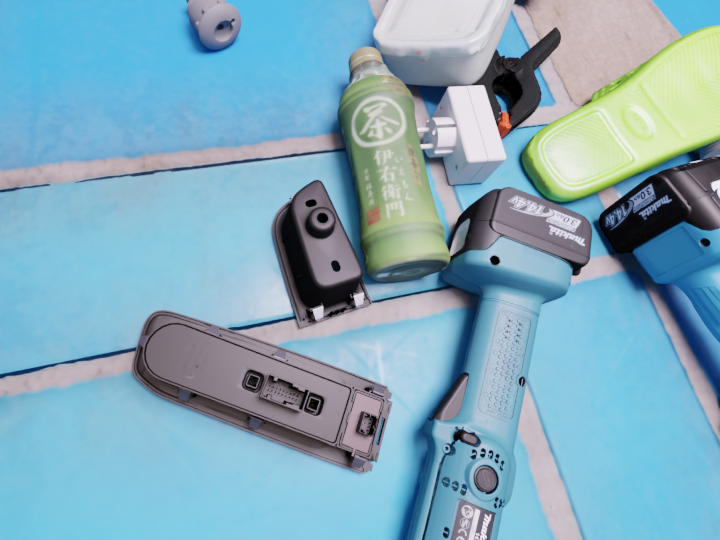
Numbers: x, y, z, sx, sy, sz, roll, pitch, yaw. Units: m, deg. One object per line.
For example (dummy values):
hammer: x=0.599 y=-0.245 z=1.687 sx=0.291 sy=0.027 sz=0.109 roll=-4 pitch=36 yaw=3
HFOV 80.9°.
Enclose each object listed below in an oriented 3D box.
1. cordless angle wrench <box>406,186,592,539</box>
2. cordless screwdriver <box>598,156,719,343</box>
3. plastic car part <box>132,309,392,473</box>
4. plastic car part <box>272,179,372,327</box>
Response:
cordless angle wrench: x=0.076 y=0.141 z=0.303 sx=0.098 sy=0.074 sz=0.426 roll=20 pitch=71 yaw=-2
cordless screwdriver: x=0.320 y=0.024 z=0.330 sx=0.073 sy=0.158 sz=0.256 roll=-15 pitch=72 yaw=-16
plastic car part: x=-0.074 y=0.085 z=0.308 sx=0.204 sy=0.066 sz=0.067 roll=20 pitch=76 yaw=2
plastic car part: x=-0.034 y=-0.022 z=0.345 sx=0.065 sy=0.071 sz=0.119 roll=-17 pitch=77 yaw=-17
